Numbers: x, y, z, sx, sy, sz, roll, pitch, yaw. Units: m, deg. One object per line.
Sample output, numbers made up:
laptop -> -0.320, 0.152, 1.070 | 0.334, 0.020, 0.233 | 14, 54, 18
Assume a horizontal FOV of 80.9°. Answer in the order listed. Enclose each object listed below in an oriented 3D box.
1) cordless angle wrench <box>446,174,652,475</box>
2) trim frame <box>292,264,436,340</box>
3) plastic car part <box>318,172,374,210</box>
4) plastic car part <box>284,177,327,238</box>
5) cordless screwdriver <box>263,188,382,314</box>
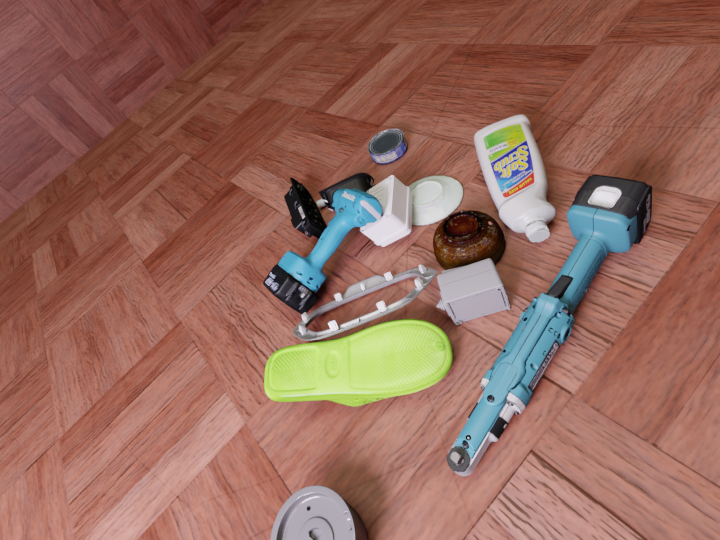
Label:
cordless angle wrench -> 0.231, 0.065, 0.528 | 0.079, 0.092, 0.422 | 25, 73, 43
trim frame -> 0.001, 0.047, 0.669 | 0.252, 0.027, 0.184 | -25, 10, 12
plastic car part -> -0.018, -0.151, 0.886 | 0.118, 0.063, 0.074 | -23, 59, 9
plastic car part -> -0.127, -0.133, 0.938 | 0.067, 0.063, 0.212 | -48, 40, 24
cordless screwdriver -> -0.077, -0.050, 0.788 | 0.248, 0.071, 0.167 | -51, 30, -1
